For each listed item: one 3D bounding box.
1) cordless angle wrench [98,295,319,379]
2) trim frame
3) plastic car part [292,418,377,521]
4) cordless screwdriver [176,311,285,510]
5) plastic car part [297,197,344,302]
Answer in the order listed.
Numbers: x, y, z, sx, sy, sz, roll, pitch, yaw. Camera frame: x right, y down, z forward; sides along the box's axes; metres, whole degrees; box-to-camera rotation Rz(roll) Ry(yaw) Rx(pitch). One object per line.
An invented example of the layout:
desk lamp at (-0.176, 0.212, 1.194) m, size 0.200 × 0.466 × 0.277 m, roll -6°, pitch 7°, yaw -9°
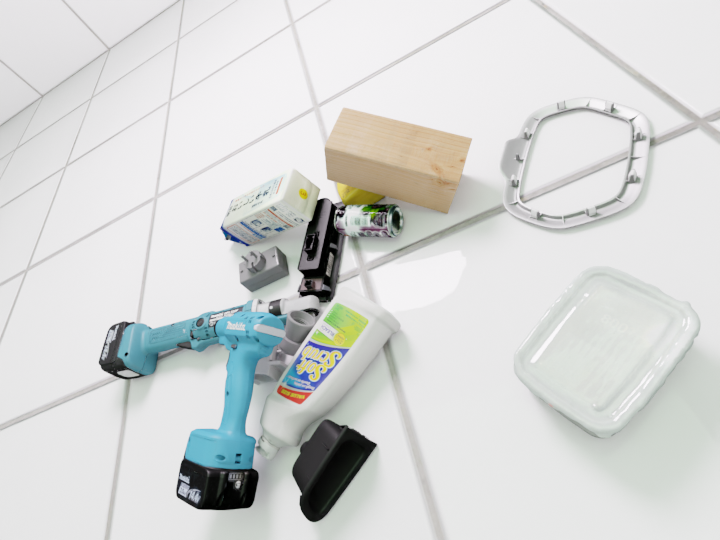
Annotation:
cordless angle wrench at (-0.265, 0.104, 0.737) m, size 0.433 × 0.070 × 0.101 m, roll -15°, pitch 53°, yaw 18°
trim frame at (0.303, -0.166, 0.616) m, size 0.193 × 0.026 × 0.250 m, roll 8°, pitch 66°, yaw 35°
plastic car part at (-0.048, 0.238, 0.531) m, size 0.116 × 0.062 × 0.075 m, roll -51°, pitch 35°, yaw -6°
cordless screwdriver at (-0.188, 0.181, 0.592) m, size 0.166 × 0.070 × 0.252 m, roll -9°, pitch 65°, yaw 47°
plastic car part at (-0.072, -0.047, 0.732) m, size 0.069 × 0.063 × 0.206 m, roll -11°, pitch 52°, yaw 31°
